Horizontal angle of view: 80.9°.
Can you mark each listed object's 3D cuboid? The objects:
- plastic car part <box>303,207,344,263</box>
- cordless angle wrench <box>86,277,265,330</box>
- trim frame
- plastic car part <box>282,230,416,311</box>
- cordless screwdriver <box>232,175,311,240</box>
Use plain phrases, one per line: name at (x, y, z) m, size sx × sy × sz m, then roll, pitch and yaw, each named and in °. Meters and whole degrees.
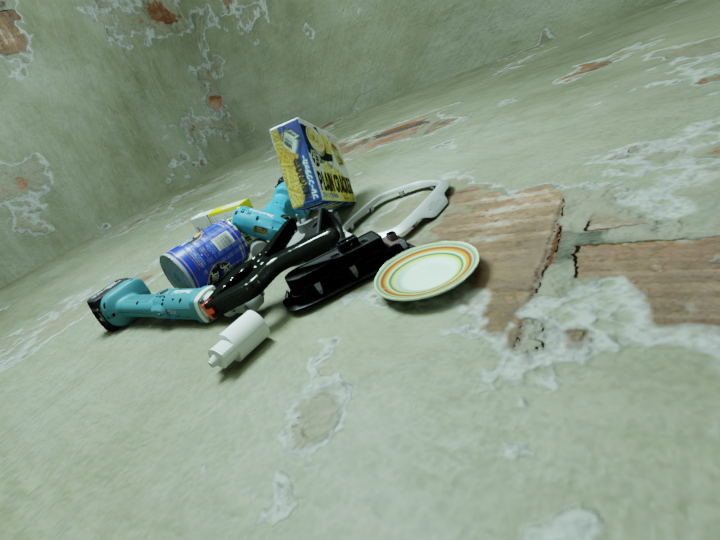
plastic car part at (-0.069, -0.045, 0.703) m, size 0.072 × 0.063 × 0.120 m, roll -40°, pitch 29°, yaw 20°
cordless angle wrench at (-0.331, 0.058, 0.742) m, size 0.442 × 0.072 × 0.097 m, roll -3°, pitch 31°, yaw 35°
trim frame at (0.060, -0.106, 0.758) m, size 0.193 × 0.027 × 0.245 m, roll -2°, pitch 31°, yaw 42°
plastic car part at (-0.024, -0.007, 0.599) m, size 0.202 × 0.064 × 0.069 m, roll -30°, pitch 30°, yaw -7°
cordless screwdriver at (-0.153, -0.130, 0.923) m, size 0.162 × 0.073 × 0.249 m, roll 15°, pitch 30°, yaw 9°
